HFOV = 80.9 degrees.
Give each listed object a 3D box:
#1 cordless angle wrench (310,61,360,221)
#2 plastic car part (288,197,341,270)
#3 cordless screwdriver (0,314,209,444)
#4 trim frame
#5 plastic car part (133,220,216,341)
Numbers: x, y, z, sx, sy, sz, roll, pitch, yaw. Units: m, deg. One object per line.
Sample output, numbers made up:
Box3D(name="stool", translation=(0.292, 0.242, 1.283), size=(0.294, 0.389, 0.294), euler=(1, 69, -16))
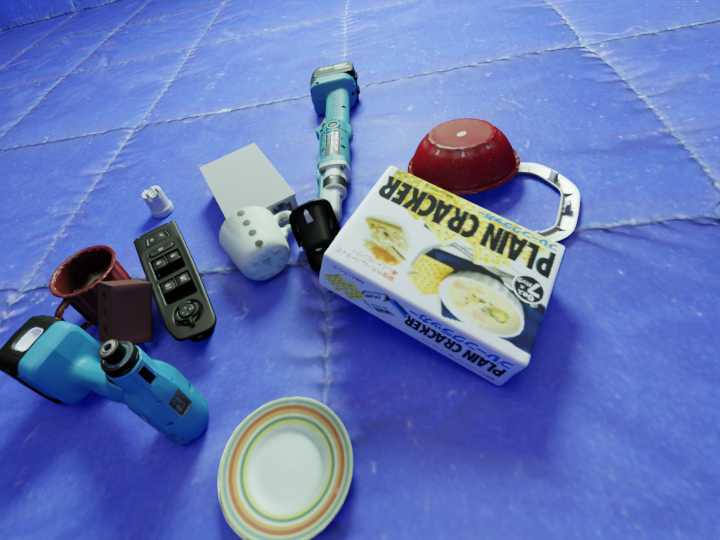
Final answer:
Box3D(name="cordless angle wrench", translation=(-0.046, -0.239, 0.757), size=(0.099, 0.071, 0.436), euler=(-8, 49, 8))
Box3D(name="plastic car part", translation=(-0.054, -0.035, 0.552), size=(0.066, 0.113, 0.073), euler=(-15, 71, 0))
Box3D(name="cordless screwdriver", translation=(-0.292, 0.103, 0.455), size=(0.259, 0.152, 0.075), euler=(8, 50, 24))
Box3D(name="trim frame", translation=(0.170, -0.092, 0.586), size=(0.251, 0.026, 0.191), euler=(-12, 46, 7))
Box3D(name="plastic car part", translation=(-0.248, 0.022, 0.575), size=(0.065, 0.065, 0.214), euler=(-25, 50, -19))
